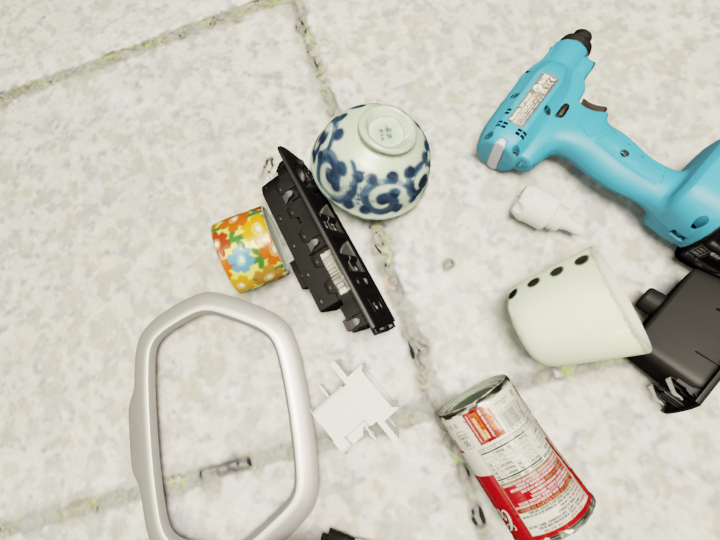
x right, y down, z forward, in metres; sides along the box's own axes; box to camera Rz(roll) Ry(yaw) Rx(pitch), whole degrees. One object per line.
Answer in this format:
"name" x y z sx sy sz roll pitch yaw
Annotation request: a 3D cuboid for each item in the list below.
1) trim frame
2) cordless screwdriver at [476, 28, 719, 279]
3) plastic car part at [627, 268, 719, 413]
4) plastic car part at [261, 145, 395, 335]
"trim frame" -0.135 0.143 0.397 0.185 0.027 0.253 -13 76 4
"cordless screwdriver" 0.254 -0.115 0.378 0.258 0.072 0.159 35 83 18
"plastic car part" 0.263 0.048 0.346 0.074 0.063 0.116 37 81 27
"plastic car part" -0.040 -0.026 0.410 0.068 0.063 0.208 -32 74 25
